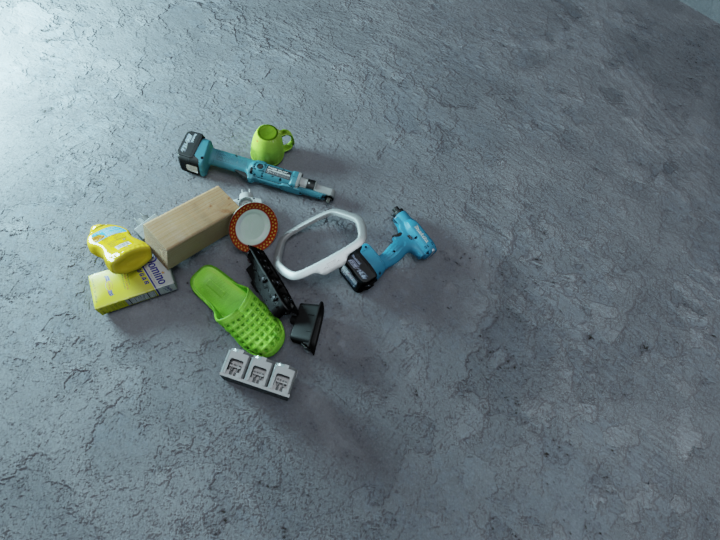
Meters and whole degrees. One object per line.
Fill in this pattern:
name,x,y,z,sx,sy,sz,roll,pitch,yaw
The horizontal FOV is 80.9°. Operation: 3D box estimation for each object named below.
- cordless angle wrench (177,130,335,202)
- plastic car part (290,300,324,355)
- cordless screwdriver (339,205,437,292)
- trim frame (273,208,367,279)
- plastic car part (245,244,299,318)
cordless angle wrench,-0.271,-0.263,1.133,0.422,0.073,0.099,16,66,-1
plastic car part,-0.129,0.126,0.978,0.072,0.063,0.119,5,61,9
cordless screwdriver,0.056,-0.060,1.071,0.244,0.073,0.164,-28,72,-21
trim frame,-0.102,-0.066,1.040,0.247,0.026,0.194,-29,48,-5
plastic car part,-0.218,0.033,0.995,0.067,0.063,0.212,-41,64,2
